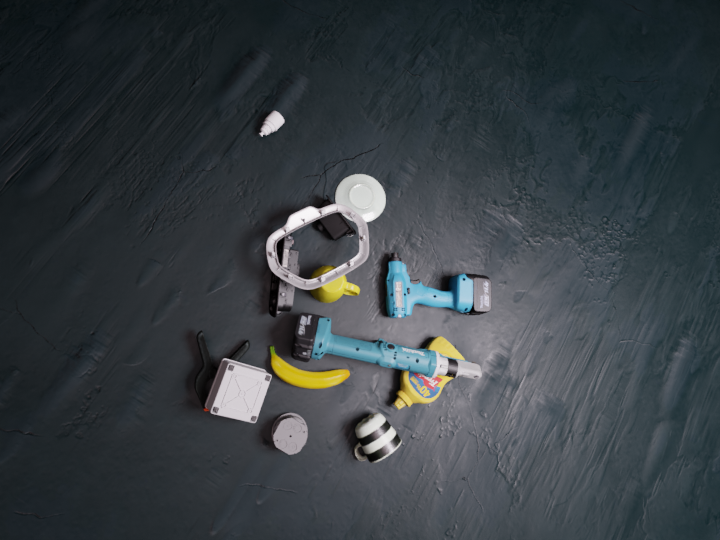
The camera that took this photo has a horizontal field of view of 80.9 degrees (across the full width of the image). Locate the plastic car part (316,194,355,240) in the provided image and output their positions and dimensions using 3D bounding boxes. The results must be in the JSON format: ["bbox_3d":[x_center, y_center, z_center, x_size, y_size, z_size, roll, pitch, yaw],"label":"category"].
[{"bbox_3d":[-0.071,-0.119,1.044,0.071,0.065,0.118,-40,83,1],"label":"plastic car part"}]

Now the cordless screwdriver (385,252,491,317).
[{"bbox_3d":[0.184,0.035,1.032,0.247,0.074,0.161,0,79,-3],"label":"cordless screwdriver"}]

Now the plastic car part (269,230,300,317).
[{"bbox_3d":[-0.181,0.012,1.003,0.064,0.069,0.205,17,74,-33],"label":"plastic car part"}]

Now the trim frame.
[{"bbox_3d":[-0.094,-0.062,0.962,0.245,0.027,0.190,-28,69,-12],"label":"trim frame"}]

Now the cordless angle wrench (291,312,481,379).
[{"bbox_3d":[0.060,0.186,0.945,0.424,0.073,0.100,12,35,2],"label":"cordless angle wrench"}]
